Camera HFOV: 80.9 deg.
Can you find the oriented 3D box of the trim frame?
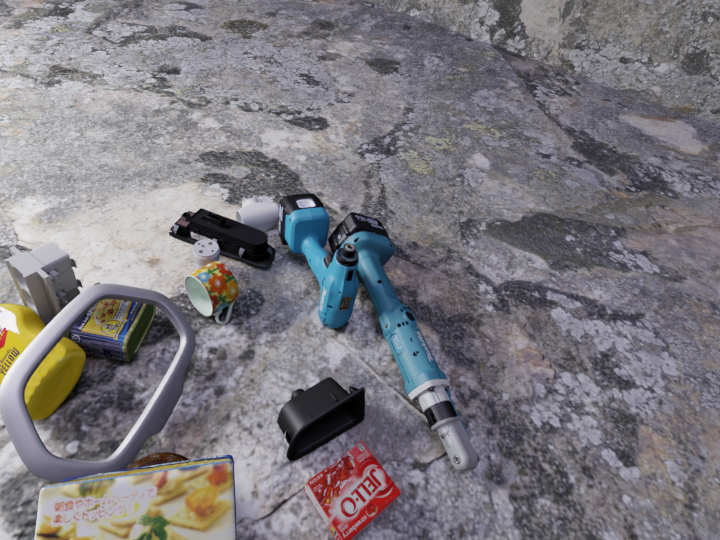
[{"bbox_3d":[-0.300,0.123,0.514,0.178,0.028,0.252,39,37,-20],"label":"trim frame"}]

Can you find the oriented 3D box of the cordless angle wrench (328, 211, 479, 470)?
[{"bbox_3d":[0.060,0.084,0.655,0.093,0.075,0.443,12,41,-39],"label":"cordless angle wrench"}]

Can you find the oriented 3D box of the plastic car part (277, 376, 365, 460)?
[{"bbox_3d":[-0.059,0.181,0.551,0.113,0.064,0.075,-21,38,-25],"label":"plastic car part"}]

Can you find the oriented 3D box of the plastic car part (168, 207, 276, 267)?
[{"bbox_3d":[-0.244,-0.068,0.767,0.206,0.066,0.066,23,37,8],"label":"plastic car part"}]

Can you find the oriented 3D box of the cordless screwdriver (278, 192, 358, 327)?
[{"bbox_3d":[-0.069,-0.045,0.706,0.072,0.156,0.262,-8,45,-23],"label":"cordless screwdriver"}]
